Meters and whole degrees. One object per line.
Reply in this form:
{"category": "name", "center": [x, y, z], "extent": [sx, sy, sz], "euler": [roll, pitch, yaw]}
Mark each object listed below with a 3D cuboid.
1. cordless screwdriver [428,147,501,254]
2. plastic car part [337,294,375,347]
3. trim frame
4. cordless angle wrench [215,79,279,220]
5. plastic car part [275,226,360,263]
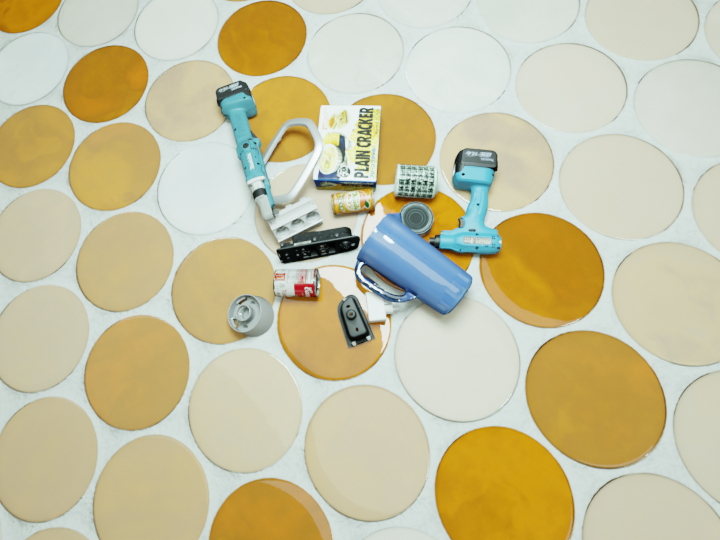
{"category": "cordless screwdriver", "center": [0.248, -0.163, 1.010], "extent": [0.161, 0.072, 0.251], "euler": [2, 79, 7]}
{"category": "plastic car part", "center": [-0.017, 0.111, 0.967], "extent": [0.066, 0.069, 0.119], "euler": [-21, 77, -2]}
{"category": "trim frame", "center": [-0.193, -0.280, 1.089], "extent": [0.194, 0.026, 0.248], "euler": [31, 94, 31]}
{"category": "cordless angle wrench", "center": [-0.285, -0.306, 1.085], "extent": [0.098, 0.072, 0.438], "euler": [-20, 66, 0]}
{"category": "plastic car part", "center": [-0.101, -0.066, 1.036], "extent": [0.205, 0.063, 0.069], "euler": [-7, 50, 6]}
